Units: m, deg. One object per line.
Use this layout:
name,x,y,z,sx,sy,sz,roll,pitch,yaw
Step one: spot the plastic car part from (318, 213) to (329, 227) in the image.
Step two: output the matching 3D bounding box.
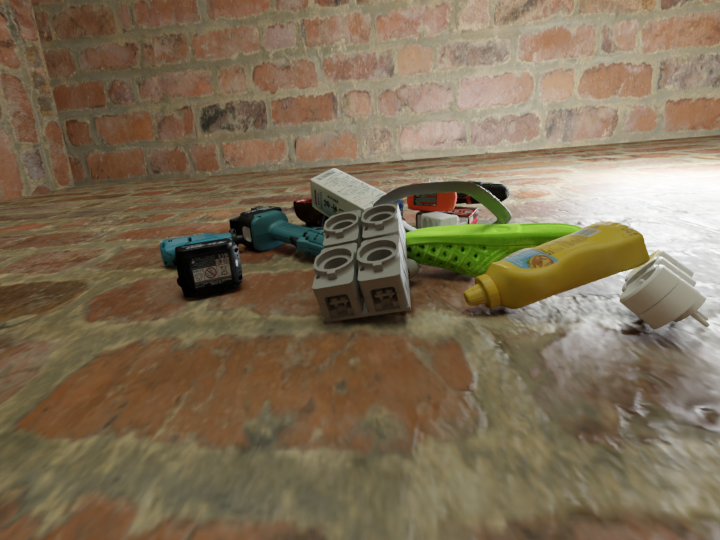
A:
plastic car part,-0.046,-0.115,0.965,0.115,0.066,0.072,-12,3,-9

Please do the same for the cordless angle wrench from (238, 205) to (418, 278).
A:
cordless angle wrench,-0.074,-0.048,0.753,0.095,0.073,0.447,-21,26,-38

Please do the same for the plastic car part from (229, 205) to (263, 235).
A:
plastic car part,-0.252,-0.115,1.011,0.069,0.065,0.200,9,25,18

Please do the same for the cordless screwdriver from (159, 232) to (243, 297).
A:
cordless screwdriver,-0.258,-0.029,0.740,0.154,0.073,0.261,-14,17,-25

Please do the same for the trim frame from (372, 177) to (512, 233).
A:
trim frame,0.130,-0.089,0.684,0.191,0.028,0.235,-15,-23,39
